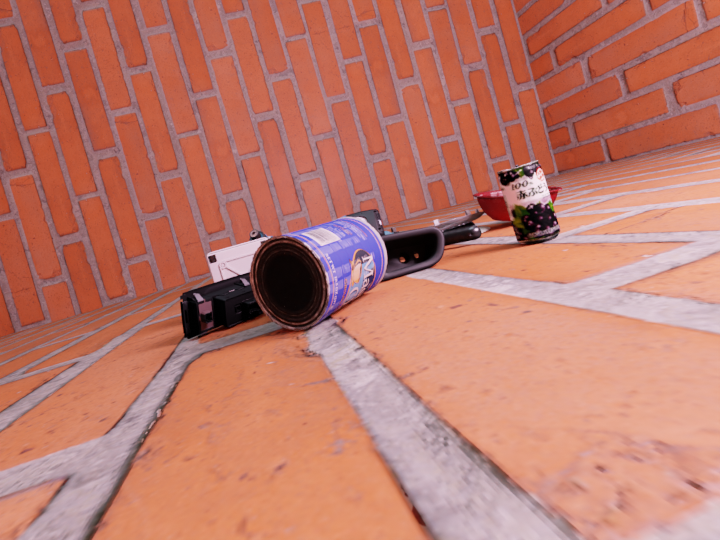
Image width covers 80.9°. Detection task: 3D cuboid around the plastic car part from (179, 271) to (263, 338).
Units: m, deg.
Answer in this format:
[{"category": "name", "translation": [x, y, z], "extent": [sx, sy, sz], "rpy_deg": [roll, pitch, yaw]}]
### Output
[{"category": "plastic car part", "translation": [-0.162, 0.038, 0.622], "extent": [0.070, 0.065, 0.196], "rpy_deg": [-1, 14, 33]}]

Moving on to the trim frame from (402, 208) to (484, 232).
[{"category": "trim frame", "translation": [0.154, -0.090, 0.948], "extent": [0.255, 0.028, 0.177], "rpy_deg": [-21, -4, 26]}]

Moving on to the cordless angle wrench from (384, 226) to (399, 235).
[{"category": "cordless angle wrench", "translation": [-0.086, -0.038, 0.991], "extent": [0.411, 0.098, 0.076], "rpy_deg": [-14, 3, -22]}]

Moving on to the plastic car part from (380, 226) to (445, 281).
[{"category": "plastic car part", "translation": [0.063, -0.022, 0.633], "extent": [0.115, 0.067, 0.070], "rpy_deg": [-13, -10, -9]}]

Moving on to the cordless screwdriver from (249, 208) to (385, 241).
[{"category": "cordless screwdriver", "translation": [-0.078, -0.051, 0.802], "extent": [0.252, 0.077, 0.151], "rpy_deg": [-15, -37, 10]}]
